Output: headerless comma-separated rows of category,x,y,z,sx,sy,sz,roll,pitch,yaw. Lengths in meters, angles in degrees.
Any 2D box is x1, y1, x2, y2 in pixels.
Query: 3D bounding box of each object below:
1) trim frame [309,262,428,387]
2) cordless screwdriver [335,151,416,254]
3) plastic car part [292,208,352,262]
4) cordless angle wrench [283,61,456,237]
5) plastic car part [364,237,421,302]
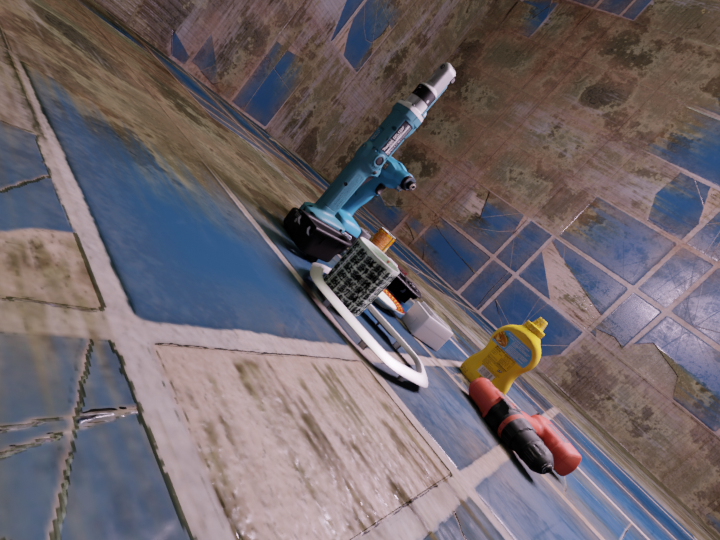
trim frame,0.008,0.076,0.632,0.259,0.027,0.176,44,10,22
cordless screwdriver,0.006,-0.144,0.946,0.070,0.249,0.168,32,14,-43
plastic car part,-0.073,-0.048,0.744,0.110,0.071,0.070,31,15,-46
cordless angle wrench,0.022,-0.213,0.797,0.092,0.424,0.078,32,14,-43
plastic car part,0.067,0.011,1.035,0.200,0.067,0.067,39,10,-8
